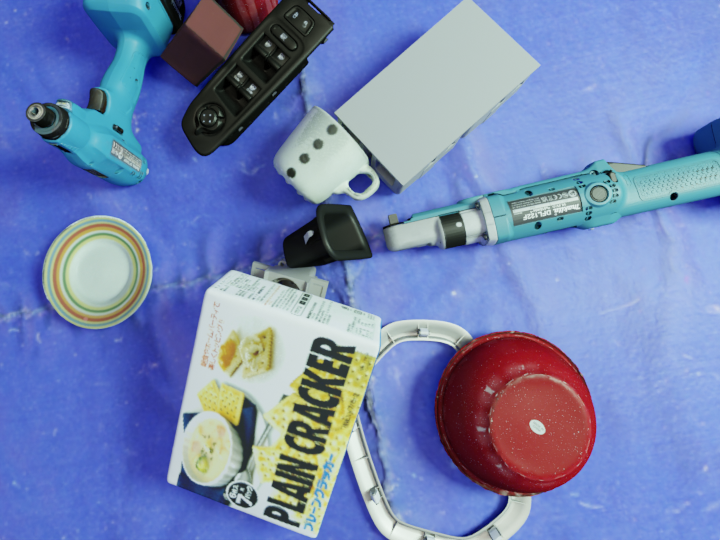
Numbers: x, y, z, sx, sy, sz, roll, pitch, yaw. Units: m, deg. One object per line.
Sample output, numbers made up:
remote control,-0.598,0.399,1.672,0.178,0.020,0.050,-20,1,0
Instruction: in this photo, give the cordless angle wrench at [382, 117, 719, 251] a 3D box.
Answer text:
cordless angle wrench,0.234,-0.076,0.438,0.426,0.073,0.099,-12,84,5

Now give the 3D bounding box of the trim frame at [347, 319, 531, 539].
trim frame,0.077,0.174,0.443,0.184,0.027,0.252,-18,81,1

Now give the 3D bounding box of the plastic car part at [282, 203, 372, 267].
plastic car part,-0.043,-0.028,0.440,0.072,0.113,0.067,-26,86,23

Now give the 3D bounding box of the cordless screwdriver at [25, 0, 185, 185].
cordless screwdriver,-0.266,-0.226,0.450,0.075,0.157,0.250,7,83,1

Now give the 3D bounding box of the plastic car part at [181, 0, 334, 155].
plastic car part,-0.121,-0.214,0.481,0.203,0.067,0.066,-44,92,3
